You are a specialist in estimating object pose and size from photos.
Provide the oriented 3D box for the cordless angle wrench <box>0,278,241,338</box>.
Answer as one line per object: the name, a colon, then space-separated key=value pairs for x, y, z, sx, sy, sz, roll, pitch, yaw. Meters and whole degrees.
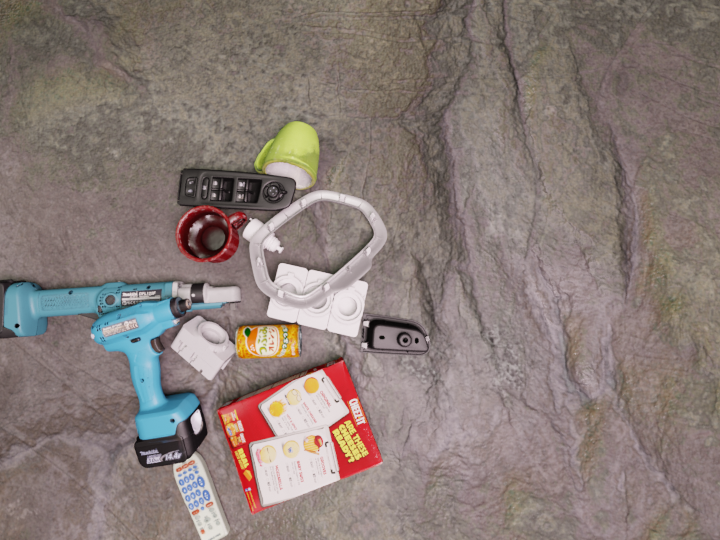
cordless angle wrench: x=-0.415 y=0.053 z=0.721 sx=0.423 sy=0.074 sz=0.099 roll=-4 pitch=83 yaw=0

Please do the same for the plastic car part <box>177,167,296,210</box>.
plastic car part: x=-0.209 y=-0.132 z=0.733 sx=0.206 sy=0.065 sz=0.067 roll=4 pitch=76 yaw=9

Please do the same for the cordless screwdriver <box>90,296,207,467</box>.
cordless screwdriver: x=-0.305 y=0.167 z=0.661 sx=0.161 sy=0.074 sz=0.247 roll=-18 pitch=94 yaw=9

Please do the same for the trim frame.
trim frame: x=-0.068 y=-0.045 z=0.700 sx=0.191 sy=0.027 sz=0.245 roll=42 pitch=64 yaw=18

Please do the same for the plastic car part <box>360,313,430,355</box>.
plastic car part: x=0.060 y=0.110 z=0.688 sx=0.118 sy=0.070 sz=0.066 roll=5 pitch=85 yaw=5
